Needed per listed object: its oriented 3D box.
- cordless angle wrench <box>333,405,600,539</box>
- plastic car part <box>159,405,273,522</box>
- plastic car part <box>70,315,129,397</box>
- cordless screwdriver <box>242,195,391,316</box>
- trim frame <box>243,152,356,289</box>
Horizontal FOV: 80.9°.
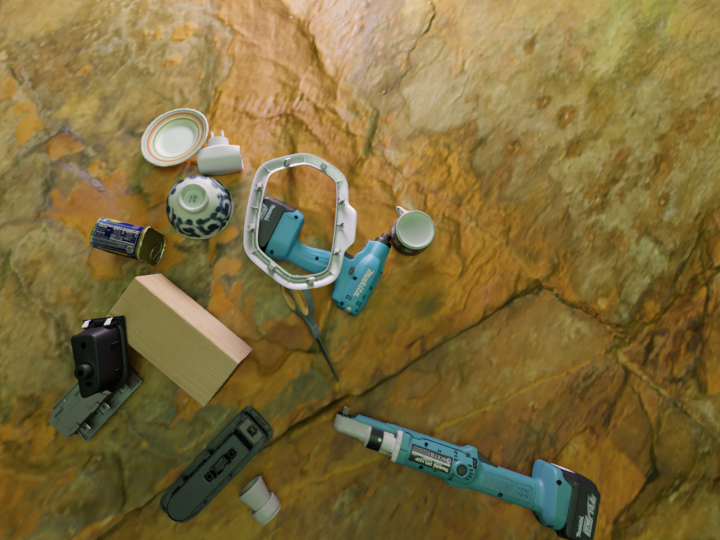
[{"bbox_3d":[0.158,0.317,0.690,0.425,0.073,0.098,18,78,2],"label":"cordless angle wrench"},{"bbox_3d":[-0.230,0.317,0.669,0.202,0.068,0.066,-45,95,-8],"label":"plastic car part"},{"bbox_3d":[-0.382,0.130,0.611,0.066,0.070,0.117,-7,88,4],"label":"plastic car part"},{"bbox_3d":[-0.073,-0.048,0.746,0.248,0.074,0.159,31,76,-2],"label":"cordless screwdriver"},{"bbox_3d":[-0.096,-0.089,0.703,0.179,0.028,0.253,11,66,-15],"label":"trim frame"}]
